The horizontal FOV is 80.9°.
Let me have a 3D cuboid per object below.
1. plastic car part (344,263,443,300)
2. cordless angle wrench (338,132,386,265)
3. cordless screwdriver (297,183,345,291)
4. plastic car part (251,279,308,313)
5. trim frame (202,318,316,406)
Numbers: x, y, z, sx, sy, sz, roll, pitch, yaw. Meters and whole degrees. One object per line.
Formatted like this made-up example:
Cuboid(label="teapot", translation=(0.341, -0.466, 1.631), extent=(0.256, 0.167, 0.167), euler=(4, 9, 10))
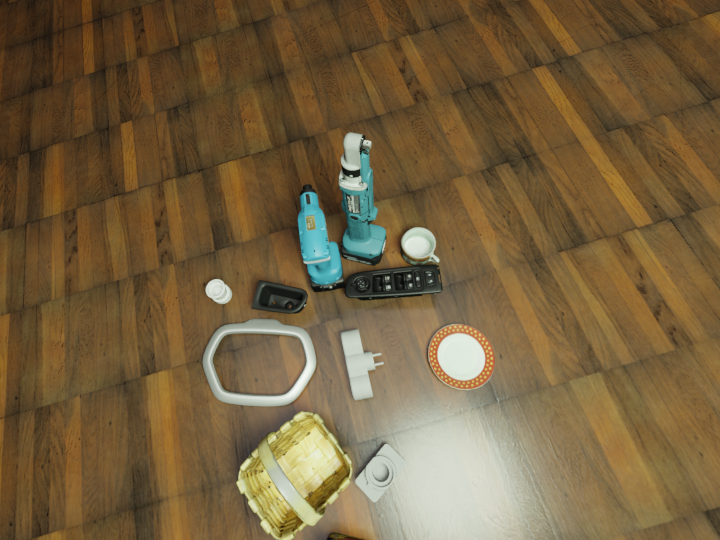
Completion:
Cuboid(label="plastic car part", translation=(0.068, 0.031, 0.913), extent=(0.205, 0.065, 0.068), euler=(-4, 68, 6))
Cuboid(label="cordless angle wrench", translation=(-0.003, -0.121, 0.799), extent=(0.100, 0.410, 0.075), euler=(15, 71, 9))
Cuboid(label="cordless screwdriver", translation=(-0.086, -0.056, 0.876), extent=(0.074, 0.241, 0.164), euler=(-10, 69, 0))
Cuboid(label="plastic car part", translation=(-0.169, 0.069, 0.929), extent=(0.119, 0.068, 0.067), euler=(9, 70, 10))
Cuboid(label="trim frame", translation=(-0.218, 0.193, 0.908), extent=(0.252, 0.026, 0.188), euler=(-1, 67, 8))
